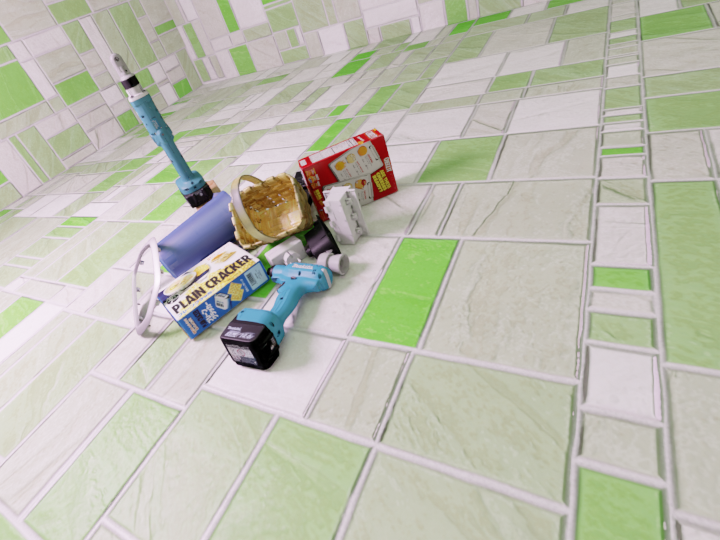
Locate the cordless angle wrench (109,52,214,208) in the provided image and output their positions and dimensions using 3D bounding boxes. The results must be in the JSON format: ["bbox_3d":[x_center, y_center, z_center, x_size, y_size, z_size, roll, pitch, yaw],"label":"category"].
[{"bbox_3d":[-0.527,-0.361,1.119,0.073,0.404,0.104,-34,37,-17],"label":"cordless angle wrench"}]

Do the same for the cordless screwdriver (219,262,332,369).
[{"bbox_3d":[-0.178,0.070,0.833,0.167,0.071,0.247,4,40,32],"label":"cordless screwdriver"}]

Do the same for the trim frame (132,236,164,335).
[{"bbox_3d":[-0.501,0.032,0.988,0.184,0.026,0.262,-54,46,23],"label":"trim frame"}]

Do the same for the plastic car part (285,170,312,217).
[{"bbox_3d":[-0.160,-0.199,1.159,0.067,0.064,0.207,-2,44,10],"label":"plastic car part"}]

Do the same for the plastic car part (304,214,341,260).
[{"bbox_3d":[-0.095,-0.062,0.971,0.071,0.062,0.122,-34,38,9],"label":"plastic car part"}]
